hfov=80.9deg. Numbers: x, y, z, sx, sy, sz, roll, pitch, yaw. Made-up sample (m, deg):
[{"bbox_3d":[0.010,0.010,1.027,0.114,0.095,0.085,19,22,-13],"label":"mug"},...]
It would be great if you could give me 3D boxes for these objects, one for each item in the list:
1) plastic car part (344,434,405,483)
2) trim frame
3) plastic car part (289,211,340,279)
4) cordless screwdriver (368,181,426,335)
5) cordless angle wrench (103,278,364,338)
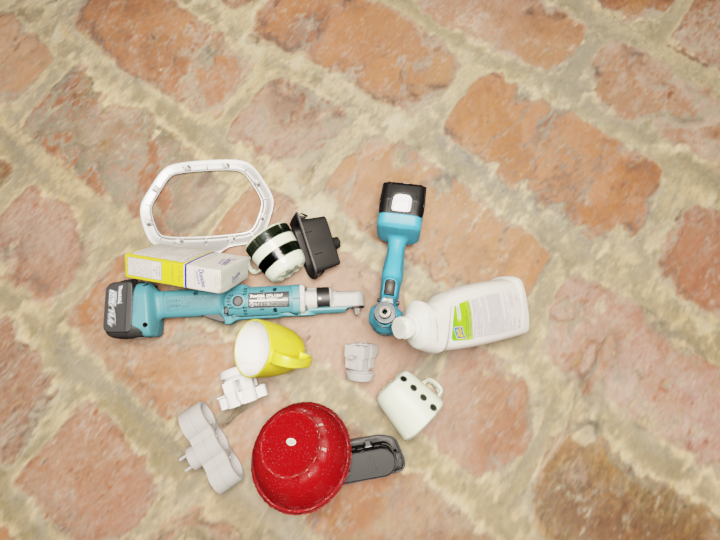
[{"bbox_3d":[-0.030,0.303,0.660,0.202,0.066,0.068,-10,72,-3],"label":"plastic car part"},{"bbox_3d":[-0.284,-0.119,0.778,0.248,0.027,0.186,-2,78,0],"label":"trim frame"},{"bbox_3d":[-0.073,-0.047,0.742,0.069,0.066,0.118,-20,82,-19],"label":"plastic car part"},{"bbox_3d":[0.055,-0.023,0.678,0.076,0.155,0.251,8,77,7],"label":"cordless screwdriver"},{"bbox_3d":[-0.205,0.057,0.717,0.422,0.073,0.099,-3,78,-1],"label":"cordless angle wrench"}]
